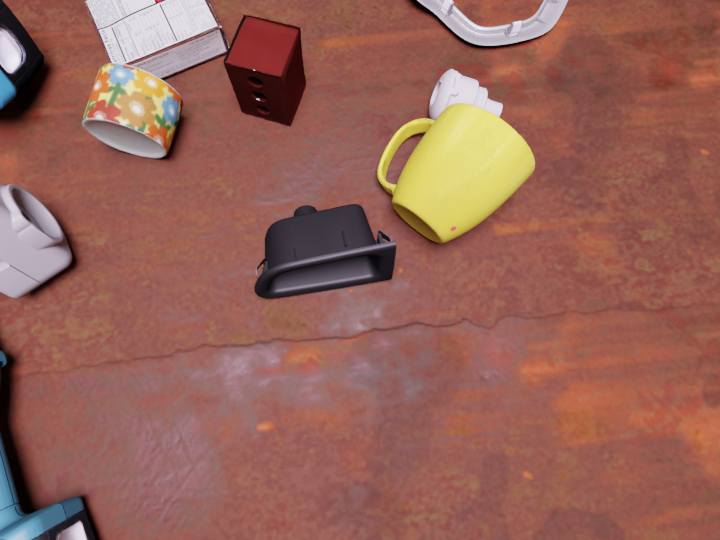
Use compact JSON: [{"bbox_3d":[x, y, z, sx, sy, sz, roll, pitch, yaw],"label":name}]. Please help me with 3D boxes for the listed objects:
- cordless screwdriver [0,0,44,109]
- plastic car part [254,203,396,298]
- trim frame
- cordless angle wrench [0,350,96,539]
[{"bbox_3d":[-0.340,-0.121,0.324,0.163,0.071,0.253,3,57,12],"label":"cordless screwdriver"},{"bbox_3d":[-0.035,-0.023,0.357,0.117,0.064,0.073,-8,62,1],"label":"plastic car part"},{"bbox_3d":[0.116,-0.342,0.450,0.183,0.027,0.253,-32,79,-6],"label":"trim frame"},{"bbox_3d":[-0.320,0.067,0.329,0.097,0.073,0.434,-28,75,-8],"label":"cordless angle wrench"}]
